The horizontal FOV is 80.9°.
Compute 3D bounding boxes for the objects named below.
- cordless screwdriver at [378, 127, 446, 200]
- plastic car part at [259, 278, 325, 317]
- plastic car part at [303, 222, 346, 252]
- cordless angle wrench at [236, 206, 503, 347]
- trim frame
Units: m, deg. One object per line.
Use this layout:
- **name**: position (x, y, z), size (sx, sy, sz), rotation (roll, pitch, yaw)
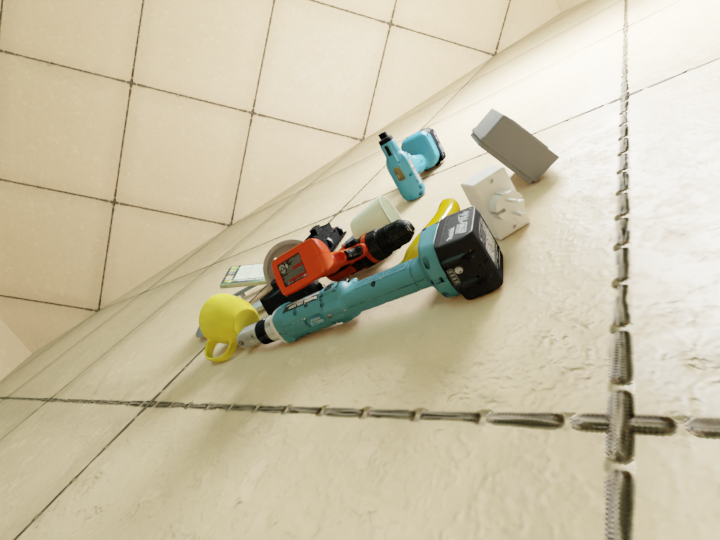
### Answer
- **cordless screwdriver**: position (0.117, -0.277, 0.986), size (0.077, 0.155, 0.247), rotation (-22, 19, 33)
- **plastic car part**: position (-0.122, 0.040, 0.726), size (0.115, 0.069, 0.068), rotation (-35, 16, -17)
- **plastic car part**: position (-0.089, -0.059, 0.915), size (0.068, 0.065, 0.204), rotation (-13, 24, 20)
- **cordless angle wrench**: position (-0.027, 0.043, 0.582), size (0.435, 0.072, 0.098), rotation (-23, 20, 31)
- **trim frame**: position (-0.254, 0.073, 0.918), size (0.252, 0.027, 0.186), rotation (-25, 20, 16)
